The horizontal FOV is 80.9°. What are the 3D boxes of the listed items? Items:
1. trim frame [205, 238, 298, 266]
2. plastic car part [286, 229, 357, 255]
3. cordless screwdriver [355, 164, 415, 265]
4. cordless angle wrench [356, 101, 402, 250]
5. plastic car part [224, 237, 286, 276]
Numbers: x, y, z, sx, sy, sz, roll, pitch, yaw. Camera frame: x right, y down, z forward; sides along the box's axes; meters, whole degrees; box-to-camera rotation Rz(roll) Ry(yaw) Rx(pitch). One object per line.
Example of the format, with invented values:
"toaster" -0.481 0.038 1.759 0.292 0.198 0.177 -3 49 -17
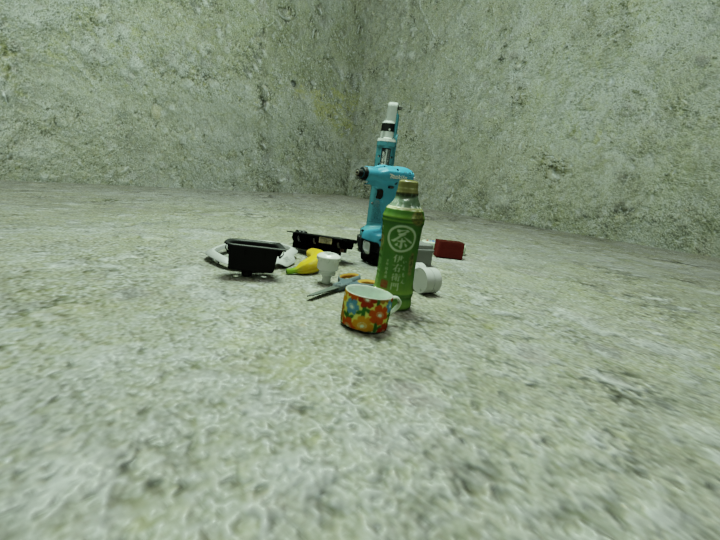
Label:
"trim frame" -0.243 -0.039 0.975 0.189 0.027 0.245 10 13 13
"plastic car part" -0.106 -0.069 1.085 0.214 0.066 0.063 16 15 37
"cordless screwdriver" 0.045 -0.138 1.056 0.153 0.246 0.078 1 13 -30
"cordless angle wrench" 0.062 -0.260 1.203 0.098 0.419 0.075 7 10 -2
"plastic car part" -0.212 -0.023 0.830 0.113 0.070 0.069 2 13 -20
